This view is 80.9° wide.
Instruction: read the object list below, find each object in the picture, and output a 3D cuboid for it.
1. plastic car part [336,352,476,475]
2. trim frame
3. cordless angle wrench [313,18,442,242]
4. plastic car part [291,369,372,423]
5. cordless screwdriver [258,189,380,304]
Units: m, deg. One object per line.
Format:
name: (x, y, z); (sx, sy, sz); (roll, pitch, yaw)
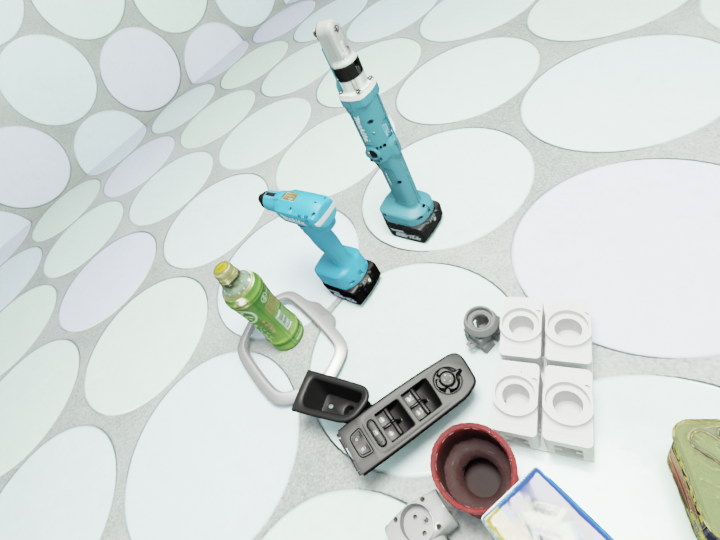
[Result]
plastic car part: (0.072, 0.196, 0.576); (0.202, 0.063, 0.070); (-38, 44, -2)
trim frame: (-0.129, 0.133, 0.775); (0.183, 0.026, 0.263); (-45, 45, -10)
cordless angle wrench: (0.033, -0.208, 0.695); (0.103, 0.401, 0.074); (18, 63, 39)
plastic car part: (-0.032, 0.201, 0.631); (0.122, 0.067, 0.066); (4, 56, 33)
cordless screwdriver: (-0.073, -0.047, 0.742); (0.168, 0.236, 0.074); (19, 64, 40)
